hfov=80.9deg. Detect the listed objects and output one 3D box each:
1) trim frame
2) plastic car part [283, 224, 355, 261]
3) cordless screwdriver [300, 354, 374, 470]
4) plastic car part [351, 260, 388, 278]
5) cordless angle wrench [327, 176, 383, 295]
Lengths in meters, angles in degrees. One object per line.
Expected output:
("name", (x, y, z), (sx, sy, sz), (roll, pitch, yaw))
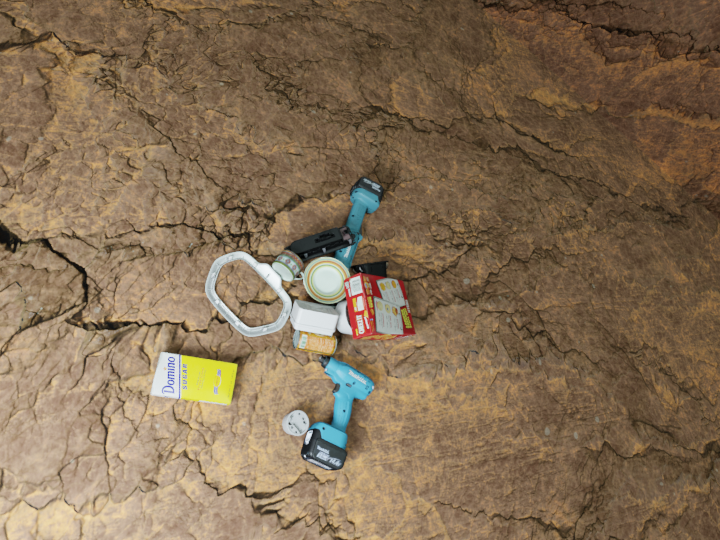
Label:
("trim frame", (-0.291, 0.058, 1.109), (0.250, 0.028, 0.182), (45, 56, 3))
("plastic car part", (-0.117, -0.076, 1.196), (0.202, 0.066, 0.068), (-20, 76, -5))
("cordless screwdriver", (-0.074, 0.343, 1.042), (0.157, 0.075, 0.250), (32, 54, -8))
("plastic car part", (0.039, 0.009, 1.261), (0.112, 0.068, 0.071), (-4, 85, -29))
("cordless angle wrench", (-0.031, -0.094, 1.270), (0.096, 0.075, 0.427), (25, 61, -13))
